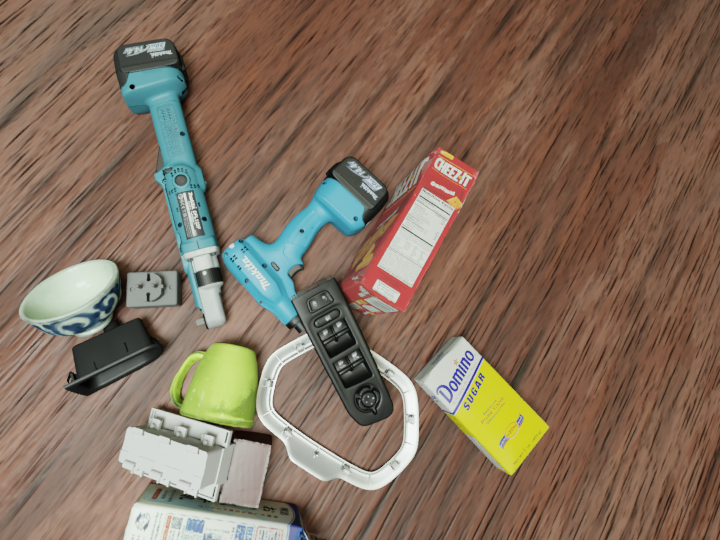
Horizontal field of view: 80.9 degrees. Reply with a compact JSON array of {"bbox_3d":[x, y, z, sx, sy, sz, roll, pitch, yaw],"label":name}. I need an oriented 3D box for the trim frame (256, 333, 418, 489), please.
[{"bbox_3d":[-0.027,0.195,0.599,0.248,0.027,0.184,34,76,-2],"label":"trim frame"}]

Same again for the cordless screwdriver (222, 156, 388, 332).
[{"bbox_3d":[-0.061,-0.040,0.624,0.247,0.074,0.160,-42,88,-10],"label":"cordless screwdriver"}]

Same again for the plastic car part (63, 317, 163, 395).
[{"bbox_3d":[-0.329,0.105,0.563,0.115,0.065,0.073,-30,72,-17],"label":"plastic car part"}]

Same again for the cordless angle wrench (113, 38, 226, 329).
[{"bbox_3d":[-0.260,-0.124,0.616,0.096,0.075,0.427,-16,83,-13],"label":"cordless angle wrench"}]

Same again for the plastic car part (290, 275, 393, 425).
[{"bbox_3d":[-0.027,0.113,0.571,0.065,0.068,0.204,-27,87,-23],"label":"plastic car part"}]
